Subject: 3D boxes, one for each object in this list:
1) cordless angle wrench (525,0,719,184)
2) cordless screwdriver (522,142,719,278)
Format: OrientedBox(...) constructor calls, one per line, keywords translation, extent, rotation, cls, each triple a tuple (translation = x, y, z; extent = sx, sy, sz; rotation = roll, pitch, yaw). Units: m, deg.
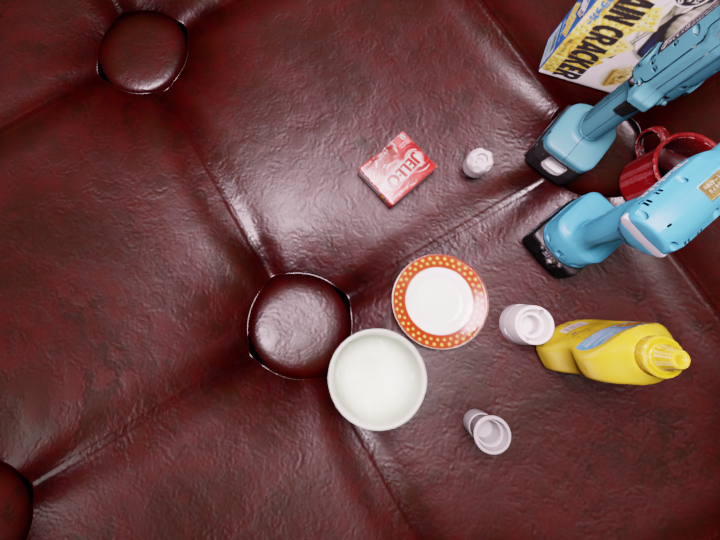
OrientedBox(translation=(0.303, -0.195, 0.414), extent=(0.075, 0.420, 0.098), rotation=(40, 83, 1), cls="cordless angle wrench")
OrientedBox(translation=(0.305, -0.069, 0.481), extent=(0.159, 0.247, 0.075), rotation=(-39, 87, -6), cls="cordless screwdriver")
